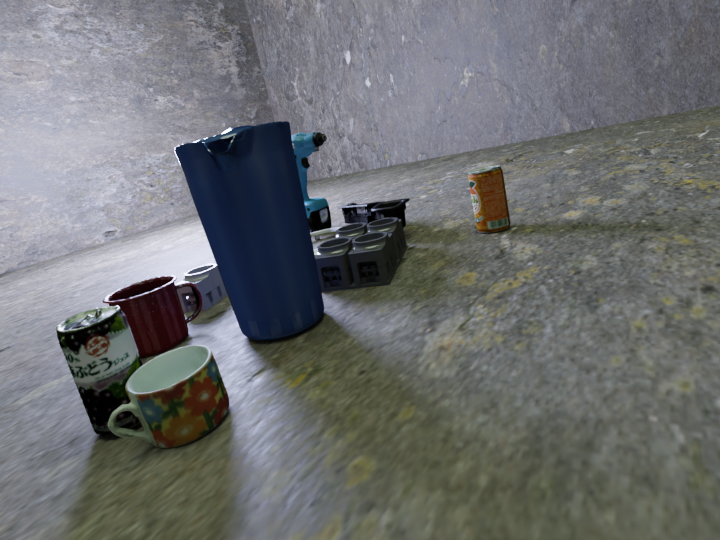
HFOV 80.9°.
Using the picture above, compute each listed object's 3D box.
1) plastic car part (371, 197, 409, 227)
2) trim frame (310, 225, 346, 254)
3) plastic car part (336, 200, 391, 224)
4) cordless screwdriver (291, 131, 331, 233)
[{"bbox_3d":[0.060,-0.098,0.825,0.068,0.069,0.115,-8,16,18],"label":"plastic car part"},{"bbox_3d":[-0.086,-0.056,0.878,0.187,0.027,0.250,-11,17,9],"label":"trim frame"},{"bbox_3d":[0.007,-0.134,0.989,0.065,0.066,0.212,-19,17,-21],"label":"plastic car part"},{"bbox_3d":[-0.128,-0.214,1.045,0.167,0.244,0.072,-2,16,38],"label":"cordless screwdriver"}]
